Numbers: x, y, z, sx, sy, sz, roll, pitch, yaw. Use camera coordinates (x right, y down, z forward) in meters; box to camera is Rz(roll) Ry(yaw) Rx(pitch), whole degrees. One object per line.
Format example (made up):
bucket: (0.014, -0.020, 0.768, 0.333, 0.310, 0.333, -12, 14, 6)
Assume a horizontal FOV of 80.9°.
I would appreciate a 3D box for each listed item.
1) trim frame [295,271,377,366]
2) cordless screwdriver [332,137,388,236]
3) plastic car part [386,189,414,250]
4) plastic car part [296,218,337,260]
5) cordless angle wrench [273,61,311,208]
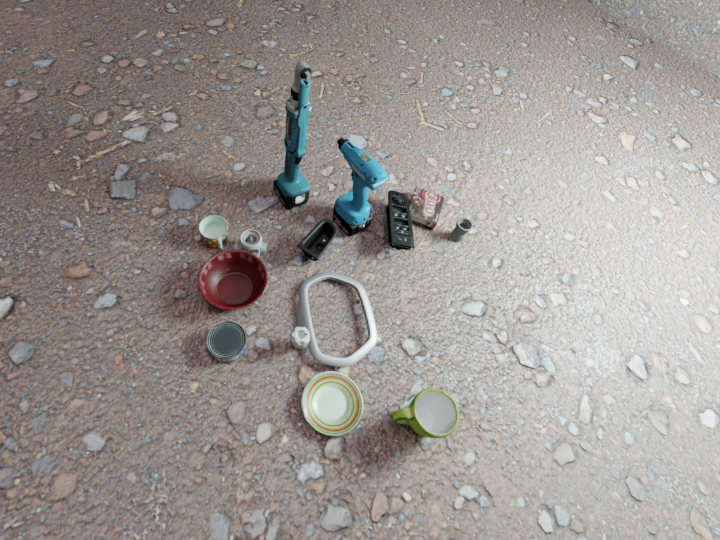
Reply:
trim frame: (-0.061, 0.109, 1.006, 0.181, 0.027, 0.258, -8, 59, -12)
cordless screwdriver: (-0.021, -0.212, 1.089, 0.073, 0.245, 0.165, -29, 68, -26)
plastic car part: (0.103, -0.133, 1.161, 0.066, 0.066, 0.208, 5, 57, -7)
plastic car part: (-0.107, -0.070, 1.090, 0.067, 0.070, 0.116, 32, 59, 10)
cordless angle wrench: (-0.159, -0.317, 1.037, 0.073, 0.416, 0.102, -24, 67, -24)
